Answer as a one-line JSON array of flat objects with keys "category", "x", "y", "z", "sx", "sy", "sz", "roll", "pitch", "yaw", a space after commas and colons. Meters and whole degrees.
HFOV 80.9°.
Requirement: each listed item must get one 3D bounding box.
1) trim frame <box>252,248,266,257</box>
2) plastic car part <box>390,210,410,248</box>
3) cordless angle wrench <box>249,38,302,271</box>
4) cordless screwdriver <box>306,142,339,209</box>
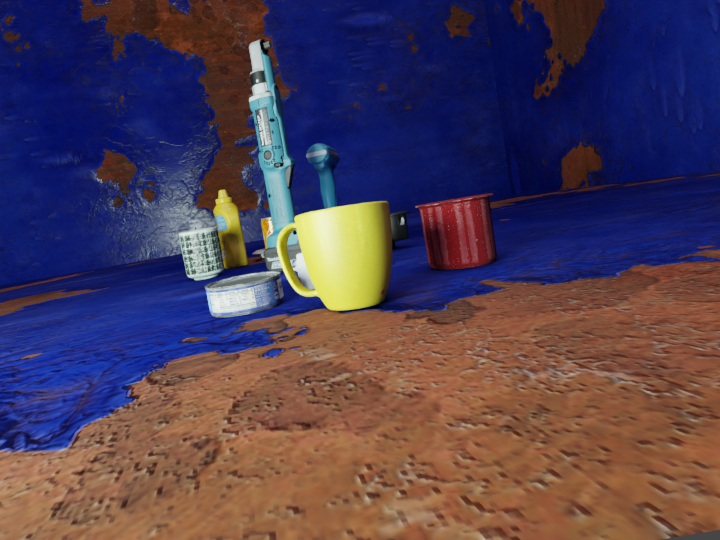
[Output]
[{"category": "trim frame", "x": -0.166, "y": -0.060, "z": 1.131, "sx": 0.245, "sy": 0.027, "sz": 0.188, "roll": -11, "pitch": 8, "yaw": -11}, {"category": "plastic car part", "x": 0.049, "y": -0.078, "z": 0.853, "sx": 0.063, "sy": 0.070, "sz": 0.122, "roll": -15, "pitch": 9, "yaw": -41}, {"category": "cordless angle wrench", "x": -0.158, "y": -0.212, "z": 0.788, "sx": 0.101, "sy": 0.420, "sz": 0.072, "roll": -8, "pitch": 4, "yaw": 21}, {"category": "cordless screwdriver", "x": -0.064, "y": -0.170, "z": 1.000, "sx": 0.076, "sy": 0.247, "sz": 0.156, "roll": -8, "pitch": 5, "yaw": 14}]
